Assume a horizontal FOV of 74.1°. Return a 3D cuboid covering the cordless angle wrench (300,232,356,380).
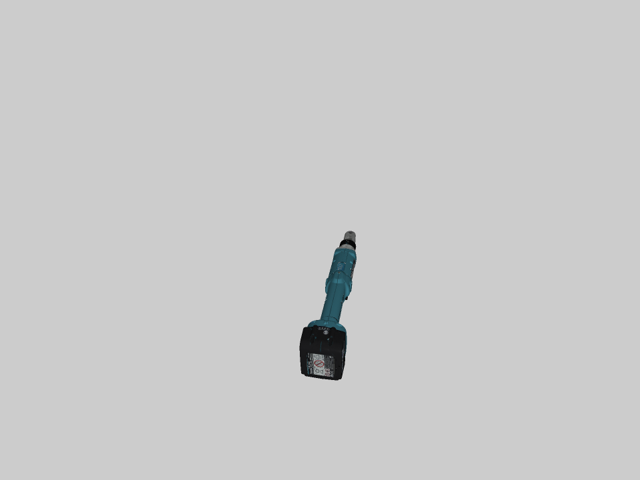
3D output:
[{"bbox_3d":[0.038,0.098,0.891,0.074,0.098,0.421,5,33,9],"label":"cordless angle wrench"}]
